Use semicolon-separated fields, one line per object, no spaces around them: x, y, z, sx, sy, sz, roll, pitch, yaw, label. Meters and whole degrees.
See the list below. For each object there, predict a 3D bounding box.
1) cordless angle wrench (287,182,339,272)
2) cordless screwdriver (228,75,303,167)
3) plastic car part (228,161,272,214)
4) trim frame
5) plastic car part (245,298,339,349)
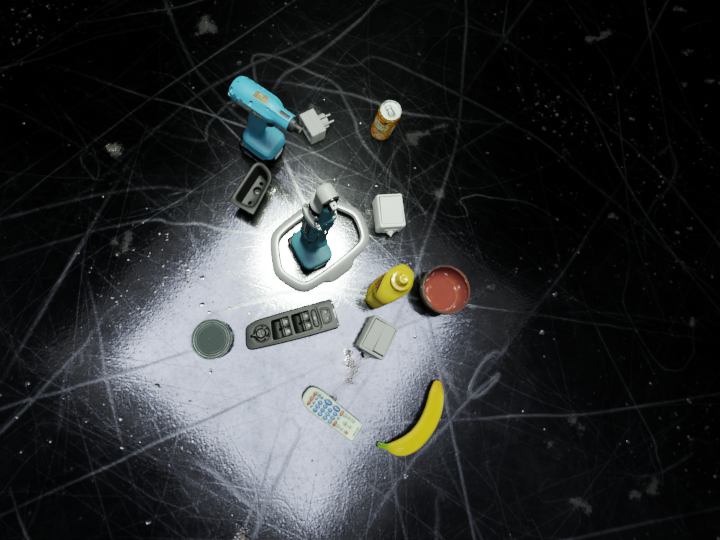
-0.084;-0.078;0.792;0.073;0.423;0.099;-27;86;-13;cordless angle wrench
-0.199;-0.302;0.922;0.160;0.249;0.074;35;77;-1;cordless screwdriver
-0.246;-0.185;0.982;0.066;0.071;0.117;28;77;-2;plastic car part
-0.097;-0.063;0.990;0.246;0.027;0.186;-38;83;-12;trim frame
-0.153;0.121;0.923;0.201;0.067;0.067;-15;81;-8;plastic car part
